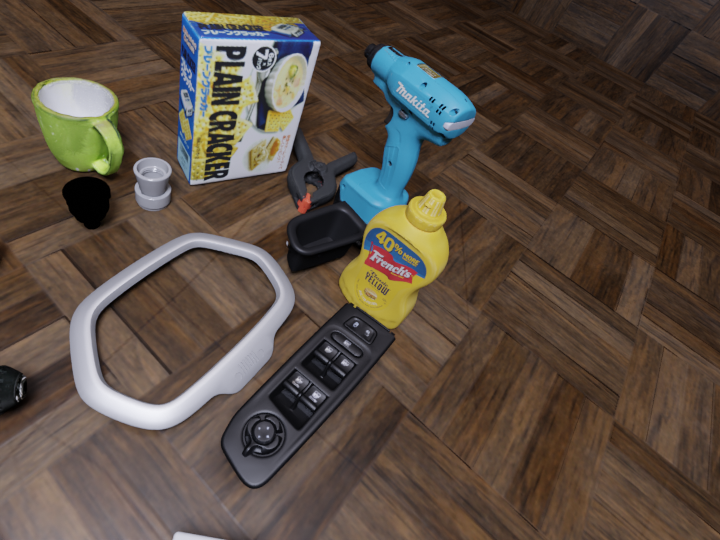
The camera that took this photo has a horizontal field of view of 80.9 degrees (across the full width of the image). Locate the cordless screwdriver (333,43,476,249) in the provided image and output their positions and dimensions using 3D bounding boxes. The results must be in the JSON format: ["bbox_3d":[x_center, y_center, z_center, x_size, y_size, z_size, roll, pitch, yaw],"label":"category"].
[{"bbox_3d":[0.027,-0.155,0.558,0.072,0.247,0.166,-22,63,-37],"label":"cordless screwdriver"}]

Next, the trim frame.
[{"bbox_3d":[-0.181,0.049,0.454,0.188,0.027,0.245,34,47,11],"label":"trim frame"}]

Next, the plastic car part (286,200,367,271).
[{"bbox_3d":[-0.053,-0.035,0.544,0.113,0.070,0.069,-24,63,-36],"label":"plastic car part"}]

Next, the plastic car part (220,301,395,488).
[{"bbox_3d":[-0.052,0.117,0.413,0.068,0.066,0.199,39,48,12],"label":"plastic car part"}]
